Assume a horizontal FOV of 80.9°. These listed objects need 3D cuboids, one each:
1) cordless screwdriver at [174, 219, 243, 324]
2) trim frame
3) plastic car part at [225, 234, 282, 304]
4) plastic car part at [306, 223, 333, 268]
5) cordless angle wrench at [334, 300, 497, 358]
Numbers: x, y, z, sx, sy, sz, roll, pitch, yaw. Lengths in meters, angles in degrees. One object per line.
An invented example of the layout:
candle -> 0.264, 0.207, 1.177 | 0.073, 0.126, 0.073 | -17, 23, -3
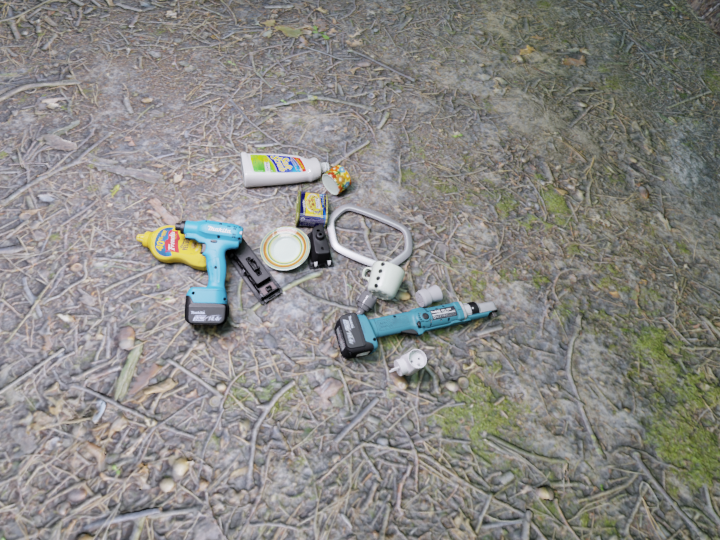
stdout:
cordless screwdriver -> -0.370, 0.002, 0.993 | 0.156, 0.075, 0.252 | 7, 76, -10
trim frame -> 0.025, -0.097, 1.169 | 0.251, 0.027, 0.185 | 20, 61, 6
plastic car part -> -0.280, -0.014, 1.065 | 0.065, 0.065, 0.211 | -35, 68, -17
plastic car part -> -0.109, -0.071, 1.111 | 0.065, 0.070, 0.120 | -6, 66, -15
cordless angle wrench -> 0.150, 0.124, 1.039 | 0.414, 0.073, 0.101 | -9, 64, -15
